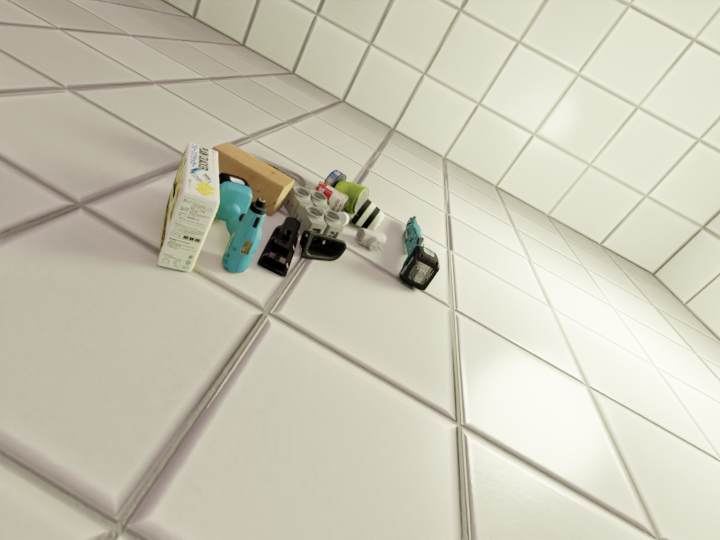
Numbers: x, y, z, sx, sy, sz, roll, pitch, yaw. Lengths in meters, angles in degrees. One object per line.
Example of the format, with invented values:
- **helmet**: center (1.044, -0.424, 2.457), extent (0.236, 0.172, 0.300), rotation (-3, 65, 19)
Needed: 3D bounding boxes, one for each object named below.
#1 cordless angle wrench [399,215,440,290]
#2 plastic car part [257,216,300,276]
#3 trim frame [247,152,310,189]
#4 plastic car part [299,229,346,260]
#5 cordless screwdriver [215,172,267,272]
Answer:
- **cordless angle wrench**: center (0.163, -0.080, 1.267), extent (0.073, 0.098, 0.429), rotation (27, 23, -9)
- **plastic car part**: center (-0.174, -0.068, 0.956), extent (0.066, 0.066, 0.207), rotation (19, 26, -8)
- **trim frame**: center (-0.267, -0.294, 1.285), extent (0.242, 0.027, 0.190), rotation (19, 30, -15)
- **plastic car part**: center (-0.100, -0.066, 1.026), extent (0.110, 0.065, 0.075), rotation (9, 20, -40)
- **cordless screwdriver**: center (-0.252, -0.128, 0.875), extent (0.071, 0.158, 0.262), rotation (12, 30, -33)
